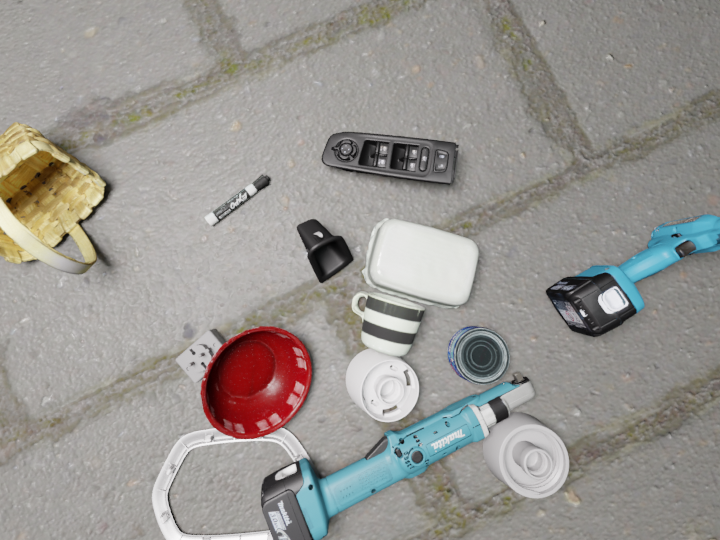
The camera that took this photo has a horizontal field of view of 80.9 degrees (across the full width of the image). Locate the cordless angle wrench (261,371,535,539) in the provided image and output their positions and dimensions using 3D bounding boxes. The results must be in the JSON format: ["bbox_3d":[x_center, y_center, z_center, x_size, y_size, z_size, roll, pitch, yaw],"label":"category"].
[{"bbox_3d":[0.069,0.256,0.601,0.418,0.075,0.099,-23,86,-10],"label":"cordless angle wrench"}]

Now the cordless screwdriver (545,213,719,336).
[{"bbox_3d":[0.409,-0.001,0.598,0.248,0.158,0.075,-32,89,-3],"label":"cordless screwdriver"}]

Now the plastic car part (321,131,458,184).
[{"bbox_3d":[0.042,-0.176,0.663,0.205,0.066,0.066,9,91,5],"label":"plastic car part"}]

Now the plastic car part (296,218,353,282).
[{"bbox_3d":[-0.062,-0.040,0.631,0.066,0.112,0.074,-37,65,-6],"label":"plastic car part"}]

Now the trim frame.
[{"bbox_3d":[-0.182,0.326,0.620,0.247,0.027,0.185,-3,84,-3],"label":"trim frame"}]
